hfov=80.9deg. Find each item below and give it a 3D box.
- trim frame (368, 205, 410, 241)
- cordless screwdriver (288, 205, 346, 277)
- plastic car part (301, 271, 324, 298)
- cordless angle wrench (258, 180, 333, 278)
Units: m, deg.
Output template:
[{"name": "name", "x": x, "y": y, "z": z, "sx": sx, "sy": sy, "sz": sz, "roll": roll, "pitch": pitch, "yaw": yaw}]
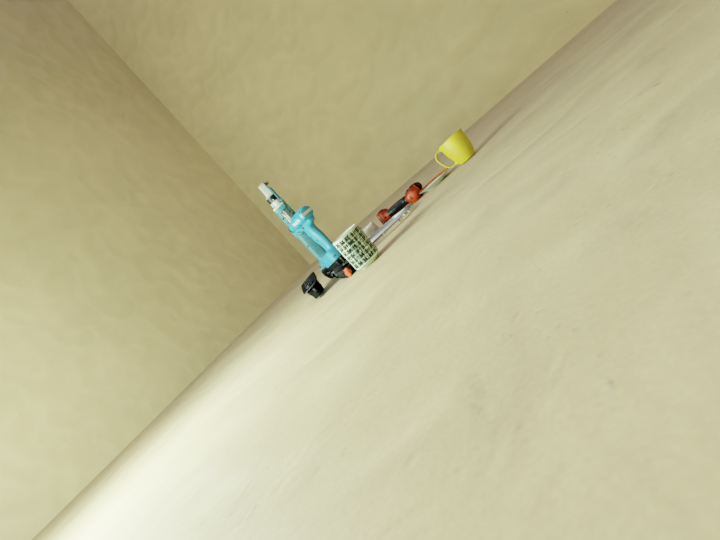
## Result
[{"name": "trim frame", "x": 0.075, "y": -0.130, "z": 1.382, "sx": 0.247, "sy": 0.027, "sz": 0.187, "roll": -44, "pitch": 7, "yaw": -15}, {"name": "cordless screwdriver", "x": -0.136, "y": -0.089, "z": 1.386, "sx": 0.073, "sy": 0.248, "sz": 0.162, "roll": -43, "pitch": 2, "yaw": -31}, {"name": "plastic car part", "x": -0.152, "y": 0.054, "z": 1.359, "sx": 0.066, "sy": 0.066, "sz": 0.204, "roll": -43, "pitch": 6, "yaw": -3}, {"name": "cordless angle wrench", "x": -0.219, "y": -0.153, "z": 1.520, "sx": 0.098, "sy": 0.422, "sz": 0.074, "roll": -42, "pitch": 1, "yaw": 1}]
